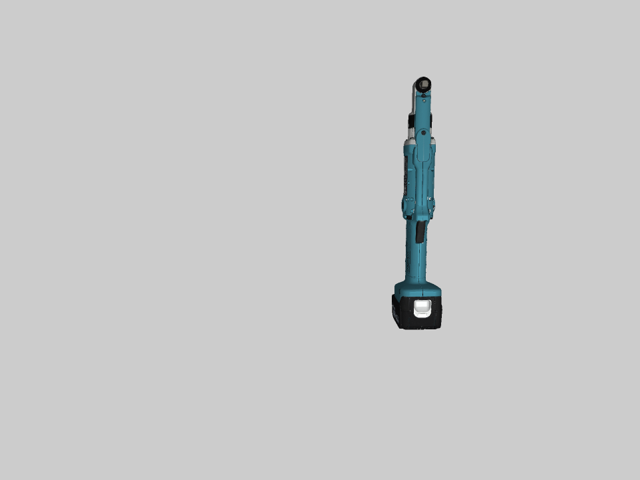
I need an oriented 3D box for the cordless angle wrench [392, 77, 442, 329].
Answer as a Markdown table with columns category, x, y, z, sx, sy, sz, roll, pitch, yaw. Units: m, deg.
| category | x | y | z | sx | sy | sz | roll | pitch | yaw |
| --- | --- | --- | --- | --- | --- | --- | --- | --- | --- |
| cordless angle wrench | 0.170 | -0.059 | 0.736 | 0.074 | 0.423 | 0.098 | -1 | 9 | 0 |
